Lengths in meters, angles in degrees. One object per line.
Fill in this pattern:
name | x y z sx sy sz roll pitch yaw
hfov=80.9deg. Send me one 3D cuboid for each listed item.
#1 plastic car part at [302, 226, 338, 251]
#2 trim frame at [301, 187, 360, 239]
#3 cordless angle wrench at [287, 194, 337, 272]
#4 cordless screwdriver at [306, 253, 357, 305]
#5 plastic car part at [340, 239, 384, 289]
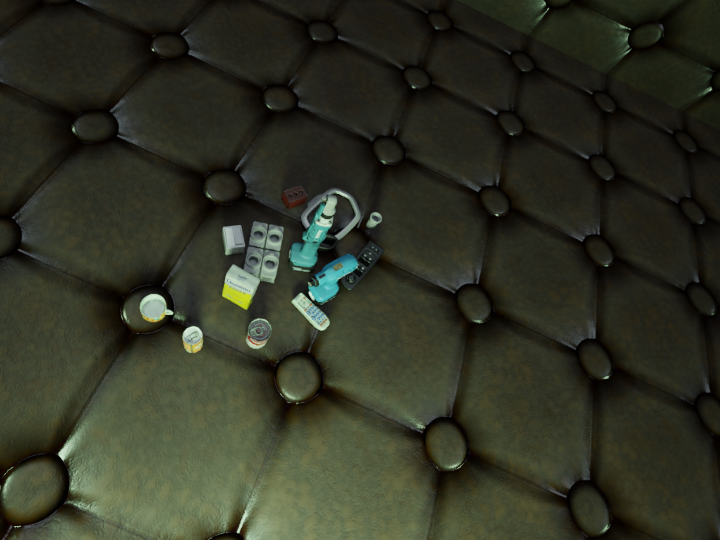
plastic car part | -0.143 -0.093 1.462 0.115 0.071 0.067 17 62 -8
trim frame | -0.107 -0.207 1.552 0.186 0.027 0.246 39 61 6
cordless angle wrench | -0.137 -0.108 1.270 0.096 0.423 0.076 11 65 -15
cordless screwdriver | -0.113 0.041 1.303 0.156 0.249 0.076 -29 80 -27
plastic car part | -0.002 -0.012 1.461 0.067 0.067 0.202 38 61 2
